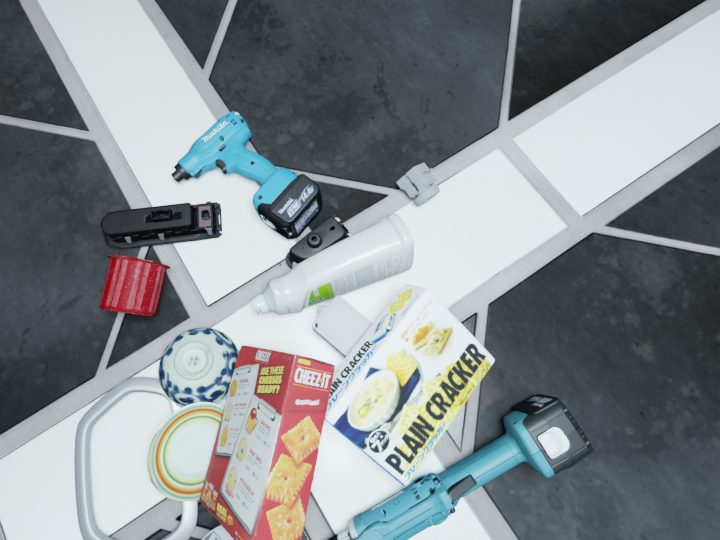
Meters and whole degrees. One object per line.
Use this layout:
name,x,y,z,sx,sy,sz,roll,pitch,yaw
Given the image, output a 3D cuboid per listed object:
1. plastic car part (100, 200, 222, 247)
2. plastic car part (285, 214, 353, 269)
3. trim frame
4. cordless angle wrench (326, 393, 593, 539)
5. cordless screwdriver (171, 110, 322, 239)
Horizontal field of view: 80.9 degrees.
plastic car part,-0.338,-0.078,0.702,0.204,0.066,0.067,-8,82,2
plastic car part,-0.066,-0.043,0.676,0.115,0.069,0.068,-36,76,-13
trim frame,-0.317,0.281,0.607,0.184,0.027,0.255,-14,71,-2
cordless angle wrench,0.093,0.304,0.561,0.422,0.096,0.076,-29,78,-3
cordless screwdriver,-0.193,-0.148,0.712,0.257,0.072,0.158,41,78,16
